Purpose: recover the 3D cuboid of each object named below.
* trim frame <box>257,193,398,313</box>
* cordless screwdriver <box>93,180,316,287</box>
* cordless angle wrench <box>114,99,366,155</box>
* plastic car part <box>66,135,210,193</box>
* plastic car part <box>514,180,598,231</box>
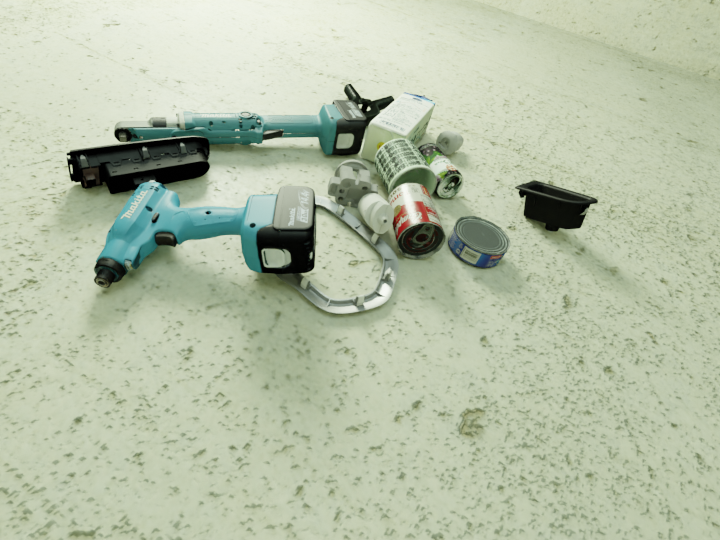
[{"bbox_3d":[-0.057,-0.038,0.587,0.179,0.027,0.260,-28,58,-35],"label":"trim frame"},{"bbox_3d":[-0.178,-0.038,0.505,0.251,0.072,0.163,3,46,4],"label":"cordless screwdriver"},{"bbox_3d":[-0.200,-0.248,0.741,0.412,0.073,0.103,-7,47,-18],"label":"cordless angle wrench"},{"bbox_3d":[-0.306,-0.154,0.617,0.197,0.066,0.069,-25,67,-35],"label":"plastic car part"},{"bbox_3d":[0.329,-0.104,0.724,0.064,0.069,0.123,-18,37,-31],"label":"plastic car part"}]
